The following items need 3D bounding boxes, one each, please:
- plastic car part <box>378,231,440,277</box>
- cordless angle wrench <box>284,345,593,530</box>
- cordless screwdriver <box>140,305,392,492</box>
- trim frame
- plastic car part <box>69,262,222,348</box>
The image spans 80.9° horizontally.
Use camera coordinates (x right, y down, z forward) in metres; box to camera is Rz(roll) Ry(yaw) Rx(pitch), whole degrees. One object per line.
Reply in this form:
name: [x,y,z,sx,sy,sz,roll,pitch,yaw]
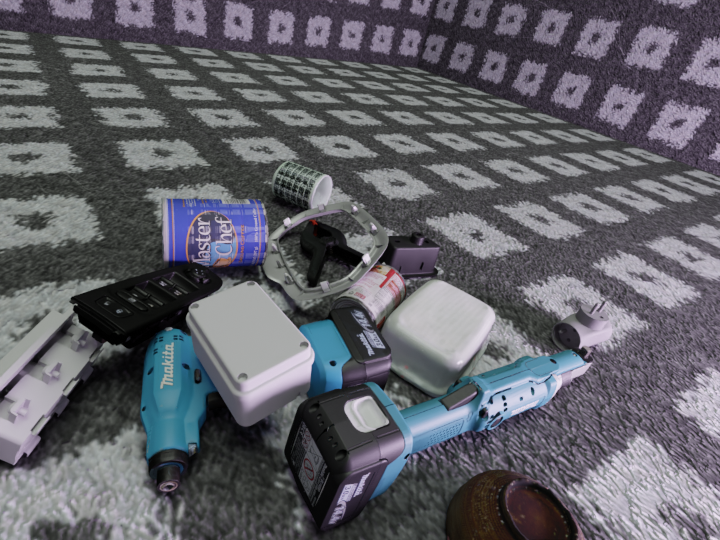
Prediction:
plastic car part: [0.080,-0.030,0.705,0.113,0.069,0.069,-3,37,-18]
cordless angle wrench: [0.126,0.141,0.455,0.406,0.096,0.078,-6,37,-33]
cordless screwdriver: [-0.089,0.118,0.428,0.242,0.072,0.167,-5,37,-18]
trim frame: [-0.063,-0.041,0.645,0.183,0.026,0.261,-30,38,-4]
plastic car part: [-0.226,0.039,0.481,0.068,0.066,0.201,21,20,7]
